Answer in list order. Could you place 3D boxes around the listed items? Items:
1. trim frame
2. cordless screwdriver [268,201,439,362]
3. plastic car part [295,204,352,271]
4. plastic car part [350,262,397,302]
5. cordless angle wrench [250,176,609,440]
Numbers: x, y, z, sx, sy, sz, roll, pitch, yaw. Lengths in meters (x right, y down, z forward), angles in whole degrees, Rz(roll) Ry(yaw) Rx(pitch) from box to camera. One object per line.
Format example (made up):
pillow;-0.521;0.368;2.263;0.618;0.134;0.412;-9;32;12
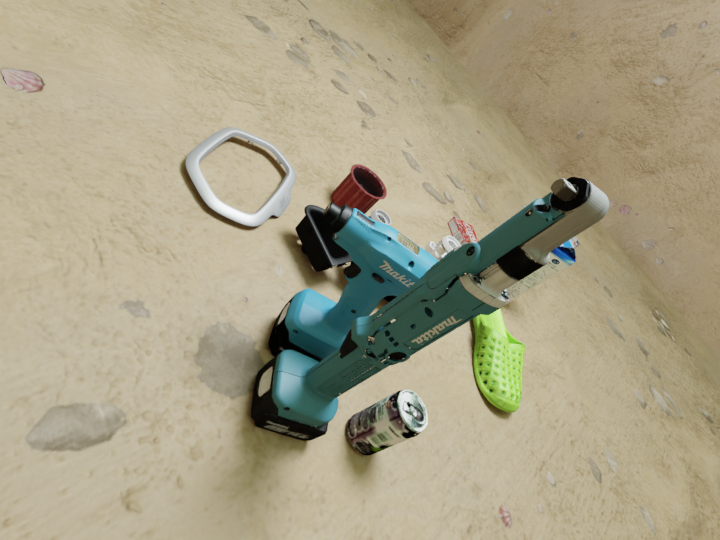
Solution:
trim frame;-0.202;-0.170;0.749;0.181;0.028;0.251;36;37;-11
cordless screwdriver;-0.035;0.029;0.526;0.155;0.252;0.075;36;38;-15
plastic car part;-0.070;-0.046;0.717;0.063;0.072;0.120;-10;63;-49
plastic car part;0.055;0.027;0.768;0.195;0.068;0.068;29;40;-21
cordless angle wrench;0.031;0.060;0.410;0.094;0.428;0.076;28;41;-25
